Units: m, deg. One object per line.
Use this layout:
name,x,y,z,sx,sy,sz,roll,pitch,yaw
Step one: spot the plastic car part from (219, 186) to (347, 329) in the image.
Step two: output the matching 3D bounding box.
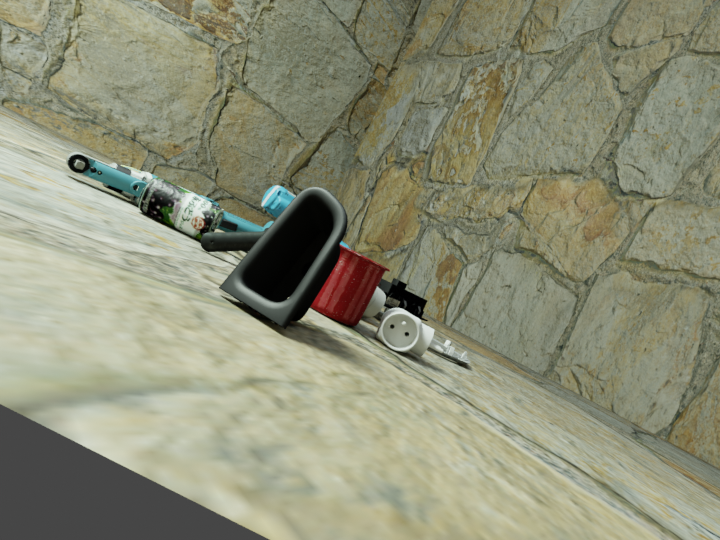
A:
plastic car part,-0.050,-0.004,0.357,0.069,0.116,0.068,26,-24,21

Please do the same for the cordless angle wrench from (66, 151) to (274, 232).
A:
cordless angle wrench,-0.268,-0.097,0.716,0.399,0.074,0.104,23,4,-43

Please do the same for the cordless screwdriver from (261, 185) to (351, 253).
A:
cordless screwdriver,-0.070,-0.046,0.718,0.150,0.074,0.262,31,15,-39

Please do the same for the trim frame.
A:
trim frame,0.091,0.105,0.774,0.174,0.027,0.263,25,3,-42

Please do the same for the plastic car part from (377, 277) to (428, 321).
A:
plastic car part,0.076,0.056,0.865,0.070,0.067,0.191,16,-11,46
